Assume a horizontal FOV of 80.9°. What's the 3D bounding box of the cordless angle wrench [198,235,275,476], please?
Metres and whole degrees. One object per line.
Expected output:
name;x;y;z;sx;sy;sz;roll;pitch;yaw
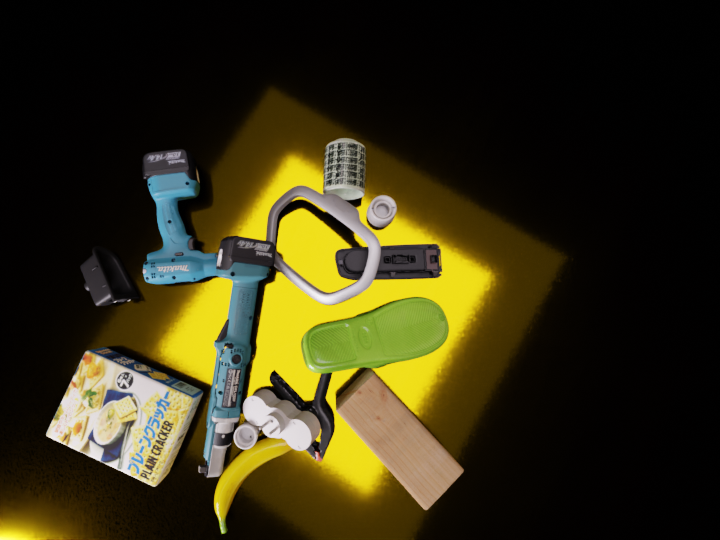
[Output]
cordless angle wrench;-0.231;0.152;0.761;0.094;0.077;0.424;10;85;-27

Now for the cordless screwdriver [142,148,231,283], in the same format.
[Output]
cordless screwdriver;-0.333;-0.103;0.810;0.157;0.075;0.250;-4;85;-10

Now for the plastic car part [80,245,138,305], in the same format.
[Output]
plastic car part;-0.490;0.020;0.805;0.071;0.064;0.119;-36;79;9

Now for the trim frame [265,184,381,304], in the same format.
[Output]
trim frame;-0.076;-0.050;0.780;0.259;0.026;0.184;38;105;22

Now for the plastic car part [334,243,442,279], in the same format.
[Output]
plastic car part;0.053;-0.016;0.791;0.204;0.066;0.066;-2;90;4
